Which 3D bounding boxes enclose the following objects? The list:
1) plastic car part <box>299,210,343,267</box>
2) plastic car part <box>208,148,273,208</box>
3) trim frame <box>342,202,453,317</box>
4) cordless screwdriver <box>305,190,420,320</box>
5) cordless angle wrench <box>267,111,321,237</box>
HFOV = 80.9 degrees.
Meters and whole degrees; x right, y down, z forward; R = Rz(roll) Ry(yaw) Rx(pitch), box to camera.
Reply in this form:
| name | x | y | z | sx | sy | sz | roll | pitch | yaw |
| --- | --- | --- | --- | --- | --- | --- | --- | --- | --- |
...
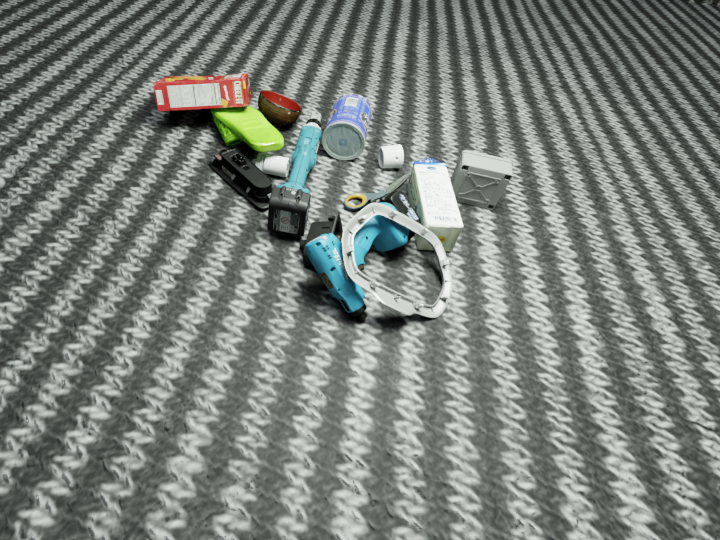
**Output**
| name | x | y | z | sx | sy | sz | roll | pitch | yaw |
| --- | --- | --- | --- | --- | --- | --- | --- | --- | --- |
| plastic car part | -0.079 | -0.051 | 0.803 | 0.073 | 0.063 | 0.118 | 6 | 52 | 15 |
| plastic car part | -0.249 | -0.210 | 0.915 | 0.064 | 0.066 | 0.212 | -27 | 60 | -37 |
| trim frame | 0.072 | -0.016 | 0.735 | 0.238 | 0.028 | 0.187 | 27 | 62 | -24 |
| cordless screwdriver | 0.021 | -0.035 | 0.772 | 0.244 | 0.077 | 0.157 | -40 | 102 | -39 |
| cordless angle wrench | -0.126 | -0.247 | 0.944 | 0.074 | 0.096 | 0.433 | 9 | 46 | -5 |
